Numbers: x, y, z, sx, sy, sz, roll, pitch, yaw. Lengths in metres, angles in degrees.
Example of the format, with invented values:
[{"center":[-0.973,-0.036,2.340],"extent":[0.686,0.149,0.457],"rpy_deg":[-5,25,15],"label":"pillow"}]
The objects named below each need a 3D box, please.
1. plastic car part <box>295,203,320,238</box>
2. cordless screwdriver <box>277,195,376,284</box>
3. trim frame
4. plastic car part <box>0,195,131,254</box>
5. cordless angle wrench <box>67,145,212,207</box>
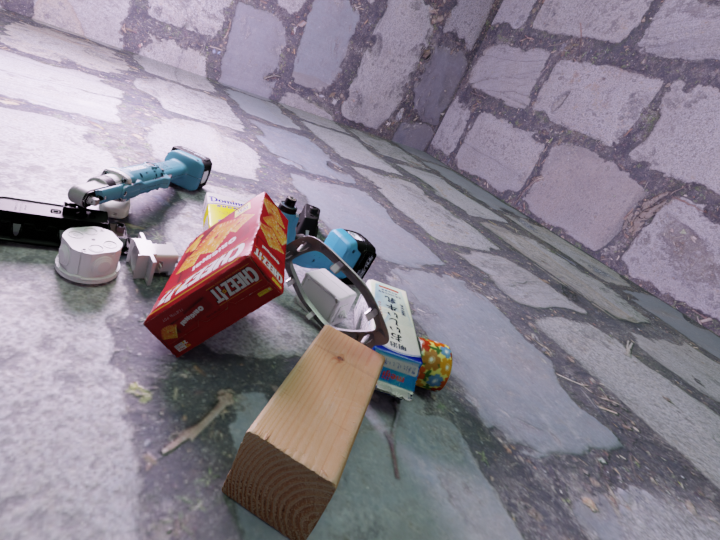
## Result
[{"center":[-0.120,-0.120,0.993],"extent":[0.065,0.070,0.119],"rpy_deg":[19,22,-12],"label":"plastic car part"},{"center":[-0.077,-0.050,0.784],"extent":[0.236,0.158,0.078],"rpy_deg":[4,32,-42],"label":"cordless screwdriver"},{"center":[-0.046,0.038,0.584],"extent":[0.027,0.255,0.182],"rpy_deg":[-36,98,-26],"label":"trim frame"},{"center":[-0.439,-0.067,0.614],"extent":[0.194,0.066,0.070],"rpy_deg":[3,39,-34],"label":"plastic car part"},{"center":[-0.399,-0.174,0.793],"extent":[0.097,0.074,0.428],"rpy_deg":[23,18,-6],"label":"cordless angle wrench"}]
